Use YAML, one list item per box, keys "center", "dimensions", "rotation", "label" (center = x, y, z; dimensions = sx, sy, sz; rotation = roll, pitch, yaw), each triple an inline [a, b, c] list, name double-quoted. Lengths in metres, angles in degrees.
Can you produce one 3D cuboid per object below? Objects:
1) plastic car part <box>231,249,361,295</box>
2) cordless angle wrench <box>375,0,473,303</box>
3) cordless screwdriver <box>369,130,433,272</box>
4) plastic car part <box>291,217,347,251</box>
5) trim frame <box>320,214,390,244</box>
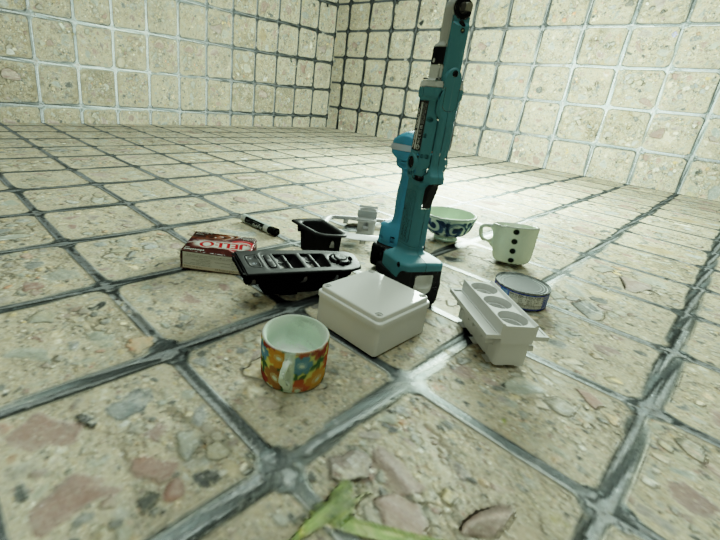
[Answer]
- center: [-0.090, 0.005, 0.640]
  dimensions: [0.195, 0.066, 0.070]
  rotation: [-7, 26, -28]
  label: "plastic car part"
- center: [0.097, -0.153, 0.608]
  dimensions: [0.072, 0.416, 0.102]
  rotation: [0, 22, -21]
  label: "cordless angle wrench"
- center: [0.093, -0.126, 0.764]
  dimensions: [0.078, 0.244, 0.155]
  rotation: [18, 24, 25]
  label: "cordless screwdriver"
- center: [-0.075, -0.049, 0.765]
  dimensions: [0.063, 0.070, 0.123]
  rotation: [-6, 25, -29]
  label: "plastic car part"
- center: [0.025, -0.091, 0.944]
  dimensions: [0.245, 0.027, 0.190]
  rotation: [2, 23, -10]
  label: "trim frame"
